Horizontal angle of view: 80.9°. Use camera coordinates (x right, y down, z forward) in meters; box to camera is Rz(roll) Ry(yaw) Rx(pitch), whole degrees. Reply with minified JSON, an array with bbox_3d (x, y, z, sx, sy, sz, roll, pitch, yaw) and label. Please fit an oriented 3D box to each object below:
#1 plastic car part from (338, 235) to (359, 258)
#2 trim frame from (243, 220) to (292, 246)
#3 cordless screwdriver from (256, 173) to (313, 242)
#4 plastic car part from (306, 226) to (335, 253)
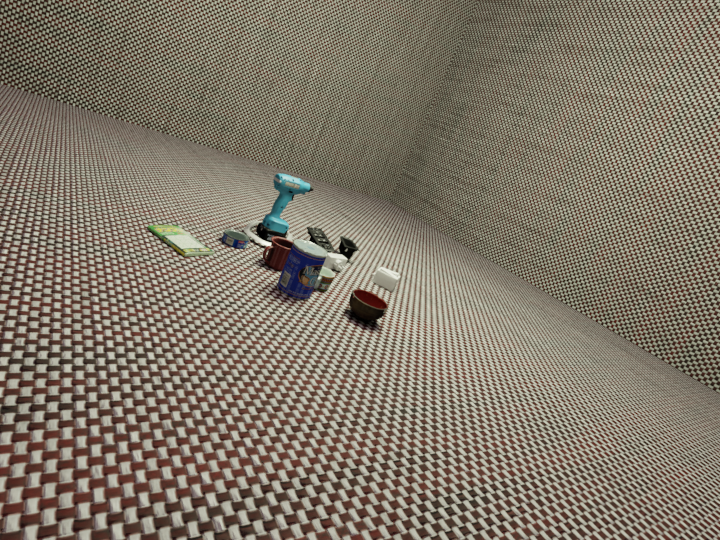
[{"bbox_3d":[-0.058,-0.084,1.688,0.064,0.070,0.121,17,17,-21],"label":"plastic car part"},{"bbox_3d":[-0.334,-0.130,1.558,0.183,0.027,0.251,21,17,-5],"label":"trim frame"},{"bbox_3d":[-0.272,-0.220,1.531,0.151,0.247,0.079,9,22,-42],"label":"cordless screwdriver"},{"bbox_3d":[-0.159,-0.104,1.630,0.063,0.067,0.213,14,19,-30],"label":"plastic car part"}]
